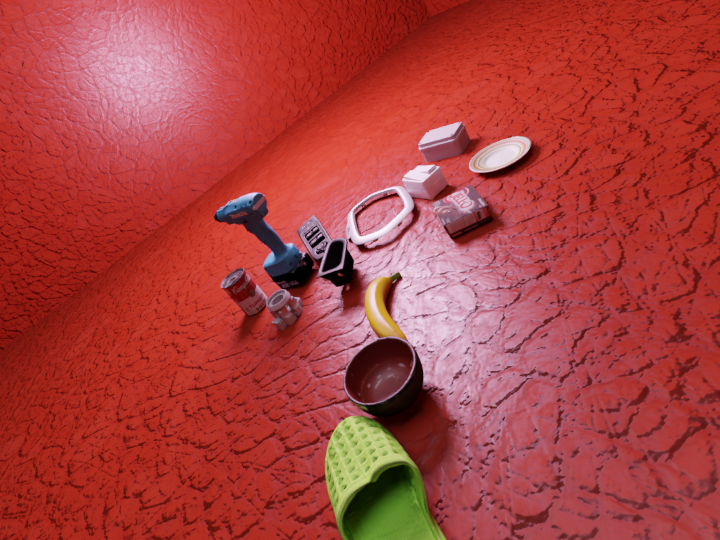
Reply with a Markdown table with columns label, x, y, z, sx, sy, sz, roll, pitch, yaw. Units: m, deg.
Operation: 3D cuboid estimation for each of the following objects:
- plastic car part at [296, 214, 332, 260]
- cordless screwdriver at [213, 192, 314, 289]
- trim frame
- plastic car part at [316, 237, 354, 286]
| label | x | y | z | sx | sy | sz | roll | pitch | yaw |
| --- | --- | --- | --- | --- | --- | --- | --- | --- | --- |
| plastic car part | -0.102 | -0.067 | 1.046 | 0.066 | 0.064 | 0.212 | -35 | 29 | -1 |
| cordless screwdriver | -0.231 | -0.066 | 1.000 | 0.166 | 0.238 | 0.074 | -11 | 35 | 38 |
| trim frame | 0.040 | -0.138 | 1.042 | 0.186 | 0.026 | 0.257 | -30 | 30 | 10 |
| plastic car part | -0.041 | -0.011 | 0.900 | 0.068 | 0.068 | 0.118 | -20 | 32 | 25 |
